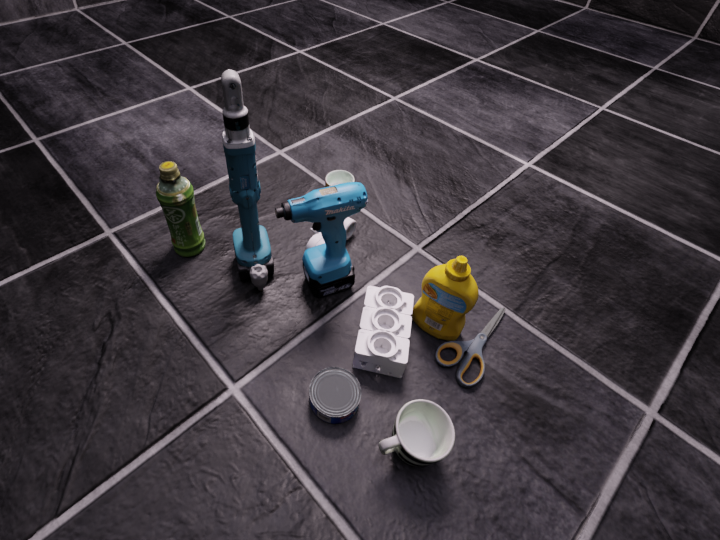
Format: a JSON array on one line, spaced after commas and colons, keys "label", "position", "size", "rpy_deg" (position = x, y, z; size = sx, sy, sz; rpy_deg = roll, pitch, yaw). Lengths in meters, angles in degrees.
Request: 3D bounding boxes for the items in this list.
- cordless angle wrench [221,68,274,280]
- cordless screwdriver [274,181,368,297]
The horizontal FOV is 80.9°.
[{"label": "cordless angle wrench", "position": [-0.208, -0.147, 0.760], "size": [0.073, 0.411, 0.102], "rpy_deg": [-10, 50, -16]}, {"label": "cordless screwdriver", "position": [-0.077, -0.051, 0.792], "size": [0.156, 0.242, 0.078], "rpy_deg": [-14, 51, -17]}]
